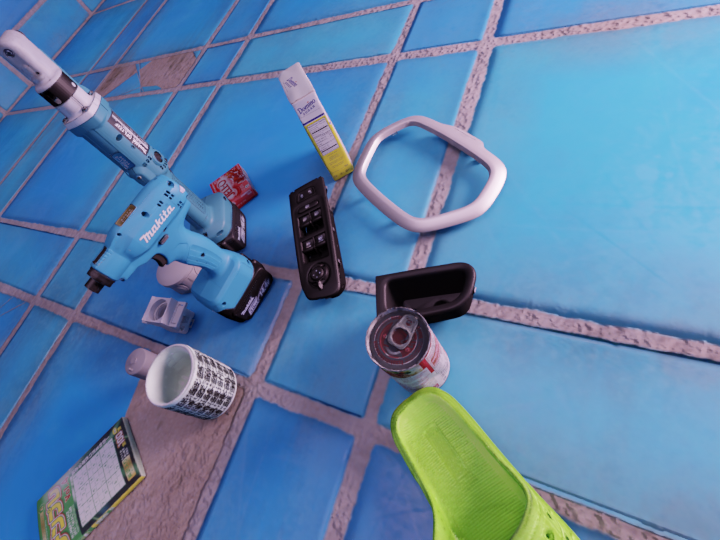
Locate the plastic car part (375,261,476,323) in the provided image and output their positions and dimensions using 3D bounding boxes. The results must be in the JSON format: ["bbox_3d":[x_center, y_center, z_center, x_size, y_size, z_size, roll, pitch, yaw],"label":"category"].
[{"bbox_3d":[0.083,0.037,0.502,0.120,0.067,0.068,-11,57,21],"label":"plastic car part"}]

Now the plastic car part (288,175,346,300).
[{"bbox_3d":[-0.061,-0.040,0.628,0.067,0.063,0.210,-21,54,14],"label":"plastic car part"}]

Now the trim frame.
[{"bbox_3d":[0.095,-0.153,0.640,0.184,0.026,0.263,-42,51,-1],"label":"trim frame"}]

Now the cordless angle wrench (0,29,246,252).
[{"bbox_3d":[-0.313,-0.155,0.614,0.076,0.400,0.102,-20,54,14],"label":"cordless angle wrench"}]

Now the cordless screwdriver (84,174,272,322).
[{"bbox_3d":[-0.238,0.003,0.583,0.078,0.235,0.159,21,72,34],"label":"cordless screwdriver"}]
